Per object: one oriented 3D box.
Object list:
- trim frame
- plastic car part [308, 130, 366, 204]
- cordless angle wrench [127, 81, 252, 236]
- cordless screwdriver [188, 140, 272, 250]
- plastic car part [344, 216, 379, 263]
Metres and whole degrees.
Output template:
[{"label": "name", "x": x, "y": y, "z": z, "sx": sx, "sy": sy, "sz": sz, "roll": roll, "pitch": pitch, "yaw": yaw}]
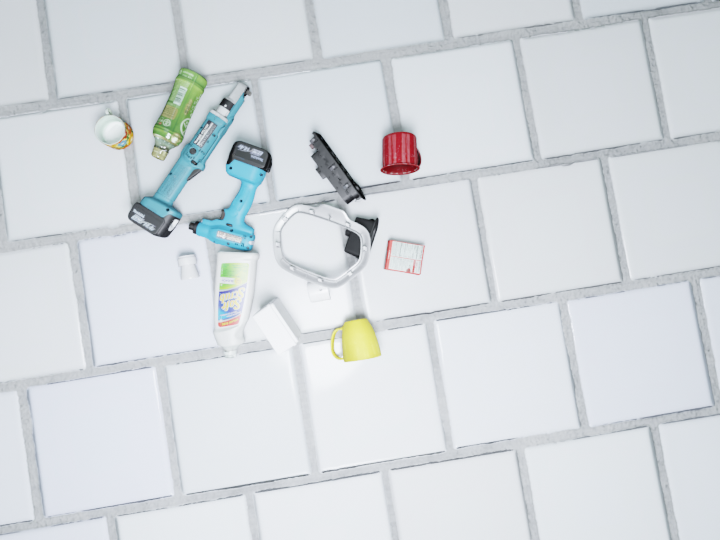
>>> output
[{"label": "trim frame", "x": -0.097, "y": -0.064, "z": 0.996, "sx": 0.257, "sy": 0.026, "sz": 0.184, "roll": 22, "pitch": 84, "yaw": 19}, {"label": "plastic car part", "x": -0.063, "y": -0.238, "z": 1.018, "sx": 0.067, "sy": 0.066, "sz": 0.203, "roll": -40, "pitch": 89, "yaw": 7}, {"label": "cordless angle wrench", "x": -0.395, "y": -0.276, "z": 1.014, "sx": 0.098, "sy": 0.074, "sz": 0.423, "roll": 32, "pitch": 86, "yaw": -2}, {"label": "cordless screwdriver", "x": -0.307, "y": -0.182, "z": 1.009, "sx": 0.159, "sy": 0.074, "sz": 0.248, "roll": 15, "pitch": 92, "yaw": -1}, {"label": "plastic car part", "x": -0.004, "y": -0.077, "z": 1.018, "sx": 0.073, "sy": 0.064, "sz": 0.117, "roll": 15, "pitch": 85, "yaw": 11}]
